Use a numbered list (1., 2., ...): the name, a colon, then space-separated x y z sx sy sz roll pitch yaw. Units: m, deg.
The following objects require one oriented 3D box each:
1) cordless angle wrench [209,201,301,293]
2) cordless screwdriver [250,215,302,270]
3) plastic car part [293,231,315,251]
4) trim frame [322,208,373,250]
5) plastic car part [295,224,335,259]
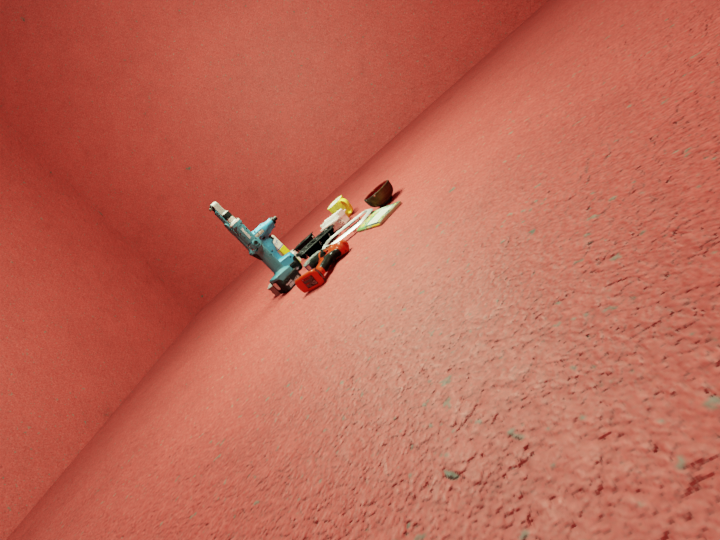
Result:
1. cordless angle wrench: -0.395 -0.093 1.560 0.097 0.416 0.076 -48 10 -31
2. cordless screwdriver: -0.336 -0.093 1.741 0.159 0.244 0.076 -44 9 -4
3. plastic car part: -0.228 -0.109 1.843 0.119 0.069 0.066 -33 15 35
4. trim frame: -0.049 -0.151 1.582 0.251 0.027 0.186 -39 15 15
5. plastic car part: -0.165 -0.108 1.686 0.201 0.066 0.068 -50 14 -24
